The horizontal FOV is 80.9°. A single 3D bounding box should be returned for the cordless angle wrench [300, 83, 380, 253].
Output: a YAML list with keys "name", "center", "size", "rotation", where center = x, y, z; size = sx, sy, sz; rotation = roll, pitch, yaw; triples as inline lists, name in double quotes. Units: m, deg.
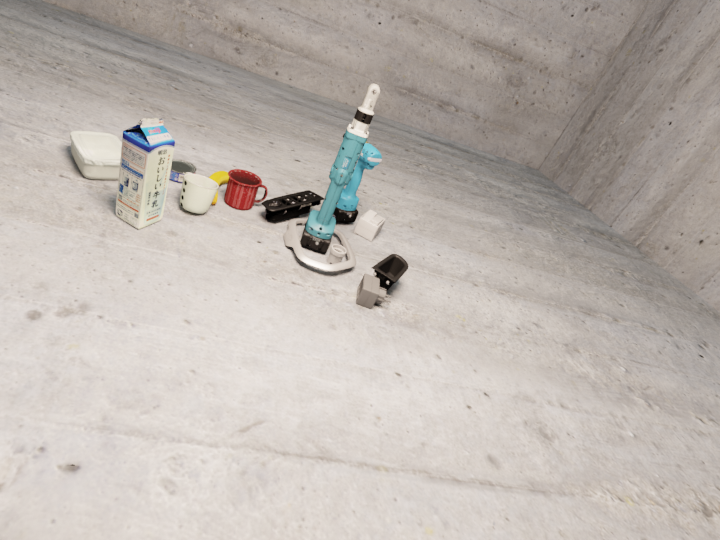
- name: "cordless angle wrench"
  center: [-0.045, -0.235, 1.012]
  size: [0.073, 0.419, 0.100]
  rotation: [20, 30, -10]

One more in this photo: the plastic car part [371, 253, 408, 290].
- name: "plastic car part"
  center: [0.069, 0.013, 1.038]
  size: [0.068, 0.070, 0.114]
  rotation: [33, 32, 16]

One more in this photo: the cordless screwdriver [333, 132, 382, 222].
- name: "cordless screwdriver"
  center: [-0.039, -0.272, 1.246]
  size: [0.071, 0.246, 0.168]
  rotation: [-2, 39, -39]

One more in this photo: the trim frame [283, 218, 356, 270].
- name: "trim frame"
  center: [-0.108, -0.070, 1.100]
  size: [0.178, 0.027, 0.260]
  rotation: [8, 33, -22]

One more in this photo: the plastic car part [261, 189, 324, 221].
- name: "plastic car part"
  center: [-0.195, -0.178, 1.176]
  size: [0.069, 0.066, 0.196]
  rotation: [38, 34, 24]
